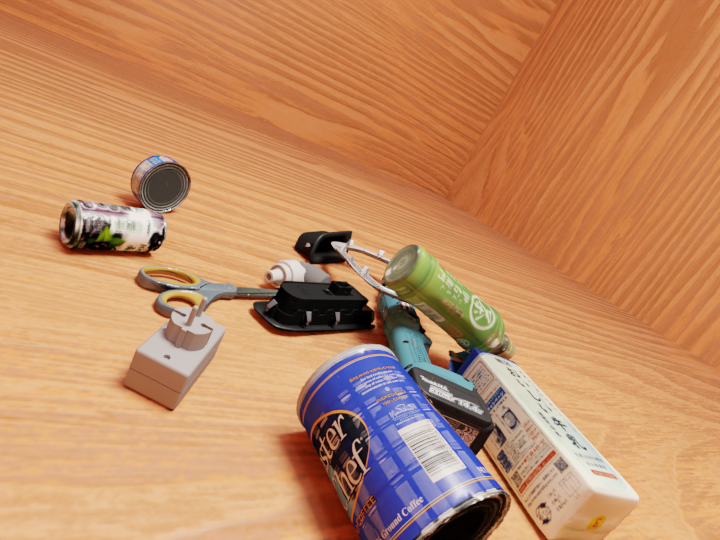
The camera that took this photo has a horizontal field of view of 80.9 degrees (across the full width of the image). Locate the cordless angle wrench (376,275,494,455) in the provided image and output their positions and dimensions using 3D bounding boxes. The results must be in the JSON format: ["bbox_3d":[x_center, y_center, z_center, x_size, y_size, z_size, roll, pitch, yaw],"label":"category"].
[{"bbox_3d":[0.063,0.087,0.599,0.096,0.074,0.431,24,16,-11],"label":"cordless angle wrench"}]

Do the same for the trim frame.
[{"bbox_3d":[0.043,0.000,0.713,0.177,0.027,0.260,14,18,-26],"label":"trim frame"}]

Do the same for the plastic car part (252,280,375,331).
[{"bbox_3d":[-0.049,0.046,0.571,0.193,0.067,0.070,1,38,-47],"label":"plastic car part"}]

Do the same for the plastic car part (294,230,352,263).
[{"bbox_3d":[-0.079,-0.052,0.807,0.075,0.065,0.111,21,15,35],"label":"plastic car part"}]
